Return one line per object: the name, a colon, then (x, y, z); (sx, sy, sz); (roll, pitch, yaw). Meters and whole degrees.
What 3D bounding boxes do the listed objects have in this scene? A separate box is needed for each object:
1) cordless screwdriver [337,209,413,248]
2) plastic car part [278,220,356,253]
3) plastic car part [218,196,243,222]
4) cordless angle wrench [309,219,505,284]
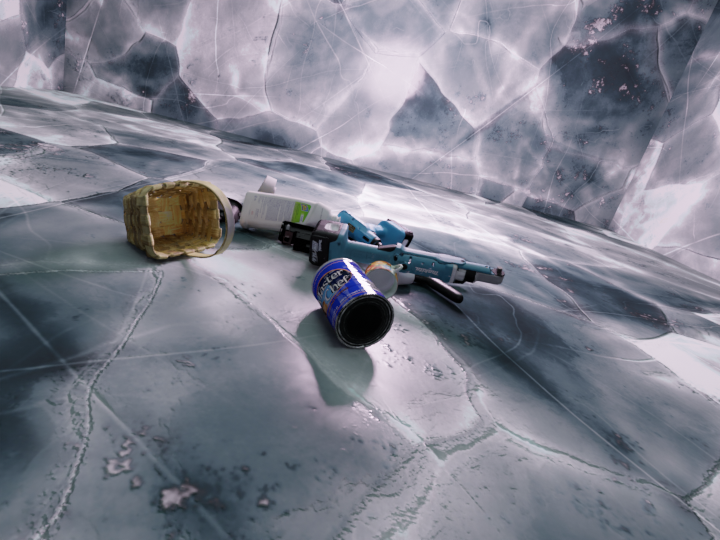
cordless screwdriver: (0.059, -0.094, 1.161); (0.236, 0.074, 0.168); (7, 27, -49)
plastic car part: (-0.104, -0.068, 1.063); (0.199, 0.065, 0.069); (11, 30, -10)
plastic car part: (-0.375, -0.159, 1.137); (0.116, 0.065, 0.072); (17, 34, -2)
cordless angle wrench: (0.098, -0.025, 0.944); (0.431, 0.095, 0.075); (12, 35, 10)
